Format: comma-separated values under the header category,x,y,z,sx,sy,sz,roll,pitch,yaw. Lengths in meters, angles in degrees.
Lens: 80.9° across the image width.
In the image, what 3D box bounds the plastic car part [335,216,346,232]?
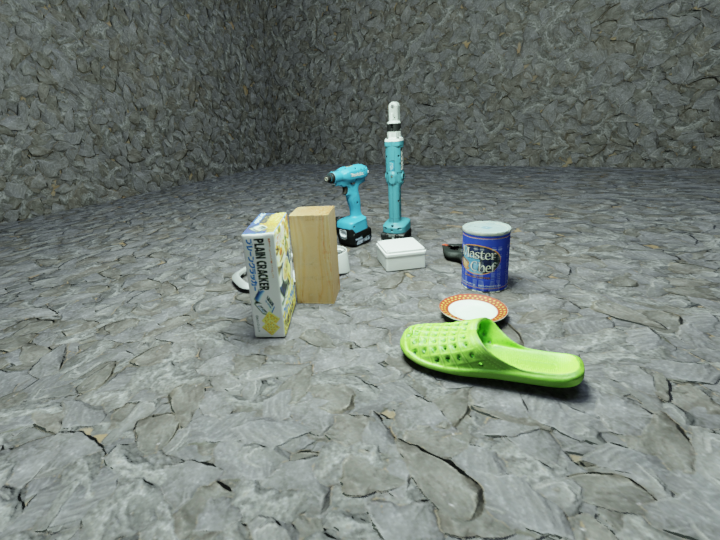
category,x,y,z,sx,sy,sz,roll,pitch,yaw
plastic car part,-0.131,-0.152,1.458,0.199,0.065,0.069,-10,20,-15

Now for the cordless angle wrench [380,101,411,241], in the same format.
category,x,y,z,sx,sy,sz,roll,pitch,yaw
cordless angle wrench,0.103,-0.280,1.258,0.077,0.414,0.096,5,20,24

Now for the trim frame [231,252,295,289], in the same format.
category,x,y,z,sx,sy,sz,roll,pitch,yaw
trim frame,-0.231,0.001,1.137,0.192,0.027,0.243,7,24,27

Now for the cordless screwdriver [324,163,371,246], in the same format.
category,x,y,z,sx,sy,sz,roll,pitch,yaw
cordless screwdriver,-0.041,-0.197,1.309,0.154,0.243,0.078,-20,25,-40
